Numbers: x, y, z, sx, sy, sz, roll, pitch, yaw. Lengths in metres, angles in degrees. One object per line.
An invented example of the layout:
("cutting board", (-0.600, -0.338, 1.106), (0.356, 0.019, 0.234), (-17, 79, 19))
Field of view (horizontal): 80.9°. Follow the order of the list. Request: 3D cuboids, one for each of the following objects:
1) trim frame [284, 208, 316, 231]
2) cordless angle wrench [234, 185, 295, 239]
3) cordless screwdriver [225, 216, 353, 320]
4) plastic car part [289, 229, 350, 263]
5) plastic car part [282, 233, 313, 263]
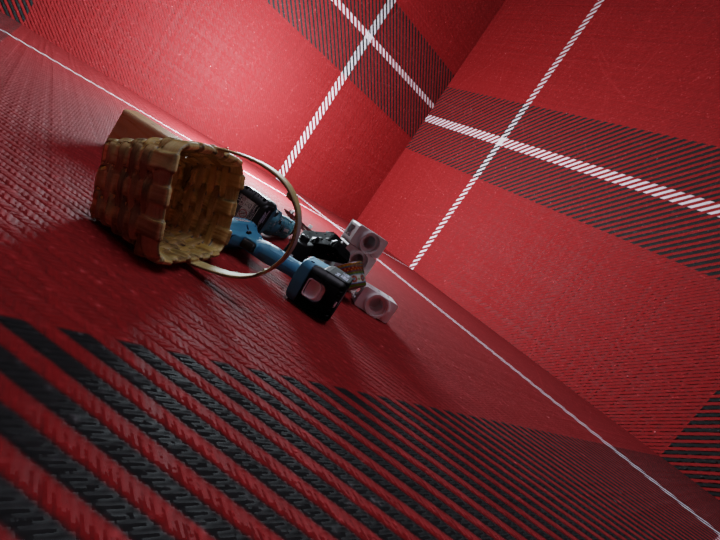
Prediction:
("trim frame", (-0.142, -0.111, 1.299), (0.239, 0.027, 0.192), (45, -4, -23))
("cordless angle wrench", (-0.209, -0.114, 1.008), (0.075, 0.098, 0.417), (35, 3, 3))
("cordless screwdriver", (-0.139, -0.014, 0.693), (0.255, 0.074, 0.156), (31, 7, 11))
("plastic car part", (-0.097, -0.064, 0.994), (0.213, 0.067, 0.063), (6, -25, 49))
("plastic car part", (-0.134, -0.045, 0.914), (0.067, 0.071, 0.115), (33, 4, 3))
